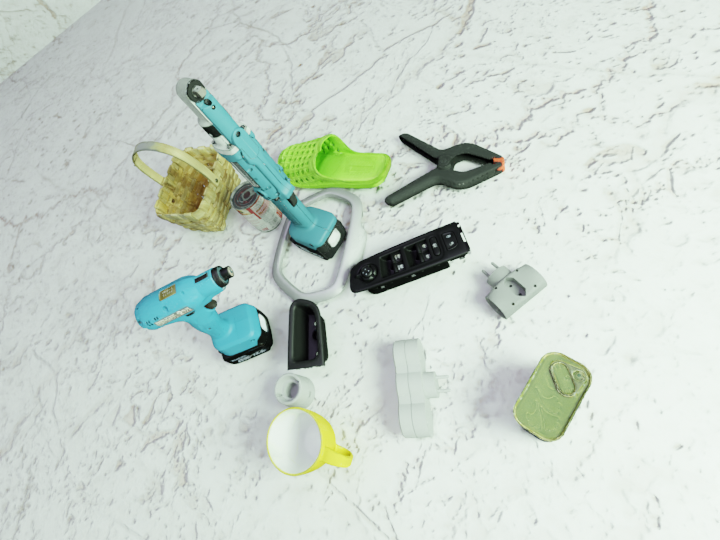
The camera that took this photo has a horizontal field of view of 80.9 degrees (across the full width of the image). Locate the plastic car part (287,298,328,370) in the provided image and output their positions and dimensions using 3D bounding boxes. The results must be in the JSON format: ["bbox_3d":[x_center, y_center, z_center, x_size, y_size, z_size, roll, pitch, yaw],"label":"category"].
[{"bbox_3d":[-0.082,0.111,0.715,0.068,0.067,0.120,-13,61,17],"label":"plastic car part"}]

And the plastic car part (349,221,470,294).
[{"bbox_3d":[0.077,-0.011,0.704,0.206,0.063,0.069,-20,59,15],"label":"plastic car part"}]

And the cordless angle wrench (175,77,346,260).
[{"bbox_3d":[-0.143,-0.142,0.669,0.103,0.401,0.074,23,76,30],"label":"cordless angle wrench"}]

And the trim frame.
[{"bbox_3d":[-0.080,-0.053,0.822,0.192,0.026,0.252,2,66,26],"label":"trim frame"}]

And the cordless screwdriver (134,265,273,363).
[{"bbox_3d":[-0.223,0.073,0.698,0.161,0.236,0.077,-26,59,10],"label":"cordless screwdriver"}]
